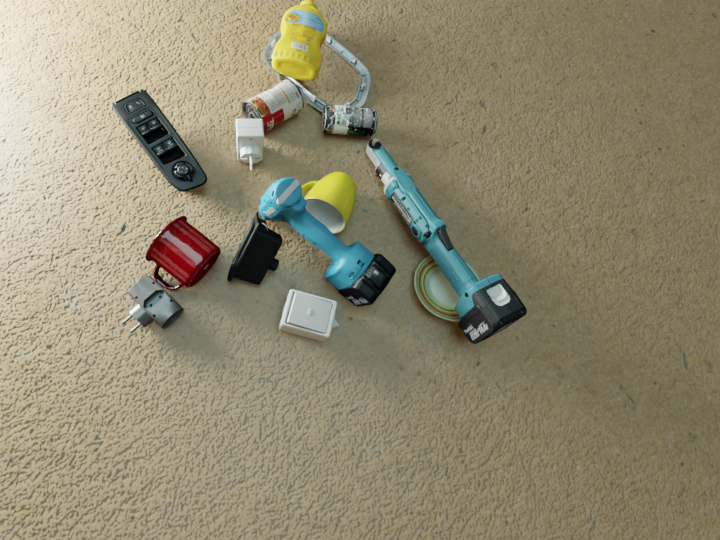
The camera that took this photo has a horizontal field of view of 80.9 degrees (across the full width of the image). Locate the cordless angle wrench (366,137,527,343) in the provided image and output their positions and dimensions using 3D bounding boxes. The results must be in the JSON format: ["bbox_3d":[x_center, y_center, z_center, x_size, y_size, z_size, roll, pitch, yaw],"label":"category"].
[{"bbox_3d":[0.121,-0.079,0.762,0.073,0.096,0.439,-21,65,-21],"label":"cordless angle wrench"}]

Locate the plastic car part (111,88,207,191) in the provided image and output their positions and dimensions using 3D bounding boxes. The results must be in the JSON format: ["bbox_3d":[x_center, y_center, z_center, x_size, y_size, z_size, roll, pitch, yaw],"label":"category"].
[{"bbox_3d":[-0.352,-0.217,0.748,0.065,0.067,0.205,-37,84,-28],"label":"plastic car part"}]

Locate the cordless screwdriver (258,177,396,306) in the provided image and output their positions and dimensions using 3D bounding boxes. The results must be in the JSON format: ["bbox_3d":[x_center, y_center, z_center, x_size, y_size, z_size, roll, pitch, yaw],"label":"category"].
[{"bbox_3d":[-0.070,-0.046,0.714,0.244,0.163,0.074,43,70,-12],"label":"cordless screwdriver"}]

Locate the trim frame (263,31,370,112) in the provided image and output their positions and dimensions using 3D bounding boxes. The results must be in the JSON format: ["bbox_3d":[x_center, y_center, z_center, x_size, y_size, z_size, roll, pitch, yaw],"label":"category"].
[{"bbox_3d":[-0.089,-0.427,0.896,0.251,0.027,0.182,43,70,5],"label":"trim frame"}]

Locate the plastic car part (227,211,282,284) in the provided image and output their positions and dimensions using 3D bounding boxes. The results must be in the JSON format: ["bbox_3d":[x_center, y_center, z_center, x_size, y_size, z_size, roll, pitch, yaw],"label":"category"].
[{"bbox_3d":[-0.168,-0.027,0.707,0.069,0.068,0.116,22,106,-19],"label":"plastic car part"}]
